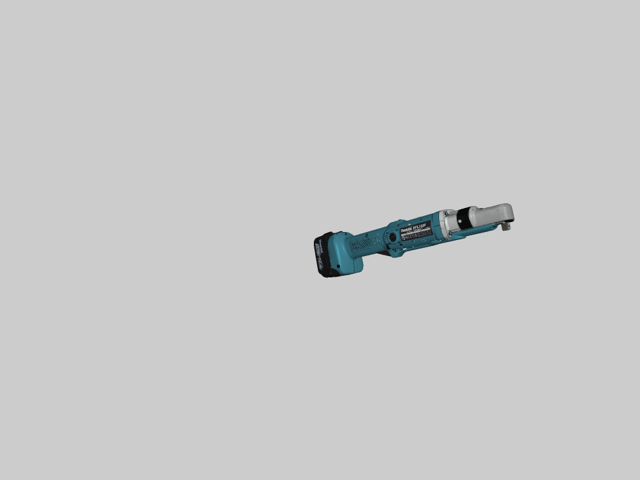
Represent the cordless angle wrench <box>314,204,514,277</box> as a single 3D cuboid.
[{"bbox_3d":[0.150,-0.004,0.790,0.074,0.098,0.424,-4,-8,-41],"label":"cordless angle wrench"}]
